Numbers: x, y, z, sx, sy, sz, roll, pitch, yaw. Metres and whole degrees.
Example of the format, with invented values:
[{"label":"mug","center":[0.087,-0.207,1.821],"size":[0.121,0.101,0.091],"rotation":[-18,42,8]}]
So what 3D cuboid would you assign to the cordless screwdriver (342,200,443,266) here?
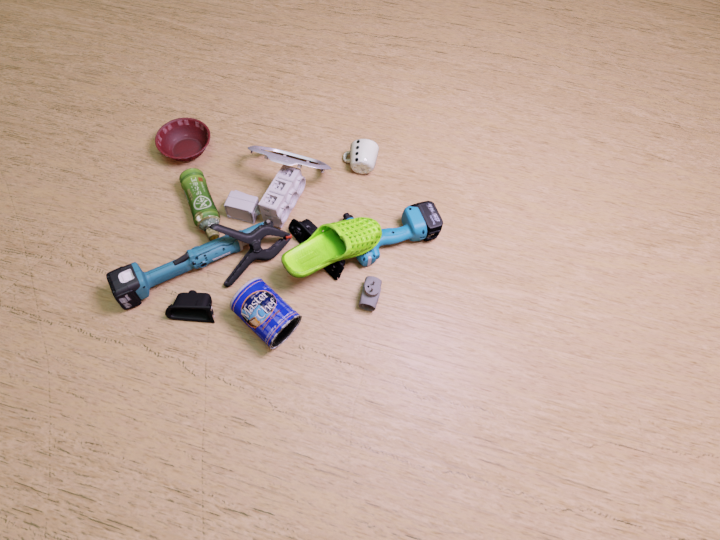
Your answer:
[{"label":"cordless screwdriver","center":[0.082,-0.122,1.141],"size":[0.246,0.072,0.165],"rotation":[-21,65,-8]}]

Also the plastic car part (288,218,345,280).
[{"label":"plastic car part","center":[-0.109,-0.071,1.112],"size":[0.210,0.065,0.066],"rotation":[41,57,18]}]

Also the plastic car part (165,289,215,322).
[{"label":"plastic car part","center":[-0.409,0.081,1.028],"size":[0.117,0.064,0.073],"rotation":[5,47,3]}]

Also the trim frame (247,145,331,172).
[{"label":"trim frame","center":[-0.202,-0.318,1.203],"size":[0.251,0.027,0.184],"rotation":[18,18,4]}]

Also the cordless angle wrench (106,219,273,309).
[{"label":"cordless angle wrench","center":[-0.412,-0.035,1.075],"size":[0.415,0.096,0.077],"rotation":[-27,68,-20]}]
